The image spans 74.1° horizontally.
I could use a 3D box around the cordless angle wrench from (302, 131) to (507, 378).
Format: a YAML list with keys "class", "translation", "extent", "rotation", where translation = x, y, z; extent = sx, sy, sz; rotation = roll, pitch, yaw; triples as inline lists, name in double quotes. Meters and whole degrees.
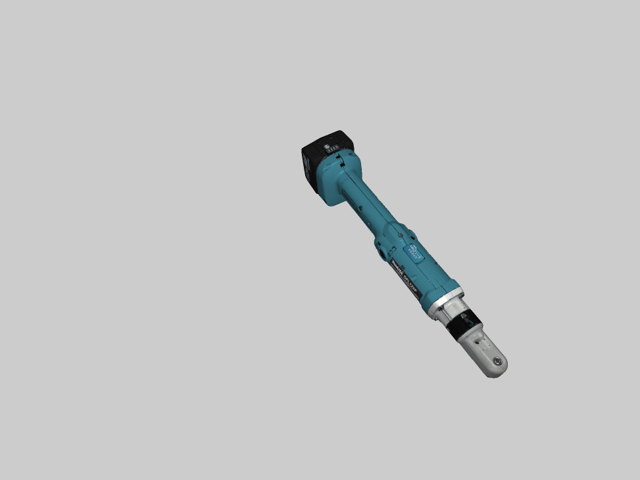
- class: "cordless angle wrench"
  translation: [0.108, 0.007, 0.603]
  extent: [0.074, 0.422, 0.098]
  rotation: [-28, -30, -12]
